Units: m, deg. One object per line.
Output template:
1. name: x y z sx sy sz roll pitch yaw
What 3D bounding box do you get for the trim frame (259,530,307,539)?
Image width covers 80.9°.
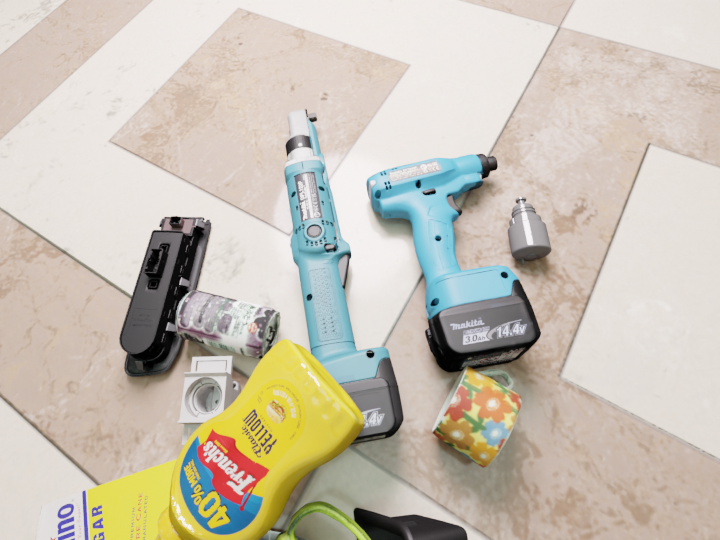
1. trim frame: -0.081 0.345 0.336 0.183 0.027 0.258 -25 66 -5

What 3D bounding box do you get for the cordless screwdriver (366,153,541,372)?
1. cordless screwdriver: 0.115 -0.027 0.466 0.159 0.072 0.258 -16 61 -2

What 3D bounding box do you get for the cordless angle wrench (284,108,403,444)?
1. cordless angle wrench: -0.048 -0.031 0.489 0.098 0.072 0.437 -12 62 -1

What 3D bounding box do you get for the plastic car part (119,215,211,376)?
1. plastic car part: -0.229 0.018 0.491 0.066 0.066 0.207 4 68 -2

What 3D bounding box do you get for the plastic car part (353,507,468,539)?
1. plastic car part: 0.047 0.225 0.340 0.068 0.117 0.068 -1 64 -24
